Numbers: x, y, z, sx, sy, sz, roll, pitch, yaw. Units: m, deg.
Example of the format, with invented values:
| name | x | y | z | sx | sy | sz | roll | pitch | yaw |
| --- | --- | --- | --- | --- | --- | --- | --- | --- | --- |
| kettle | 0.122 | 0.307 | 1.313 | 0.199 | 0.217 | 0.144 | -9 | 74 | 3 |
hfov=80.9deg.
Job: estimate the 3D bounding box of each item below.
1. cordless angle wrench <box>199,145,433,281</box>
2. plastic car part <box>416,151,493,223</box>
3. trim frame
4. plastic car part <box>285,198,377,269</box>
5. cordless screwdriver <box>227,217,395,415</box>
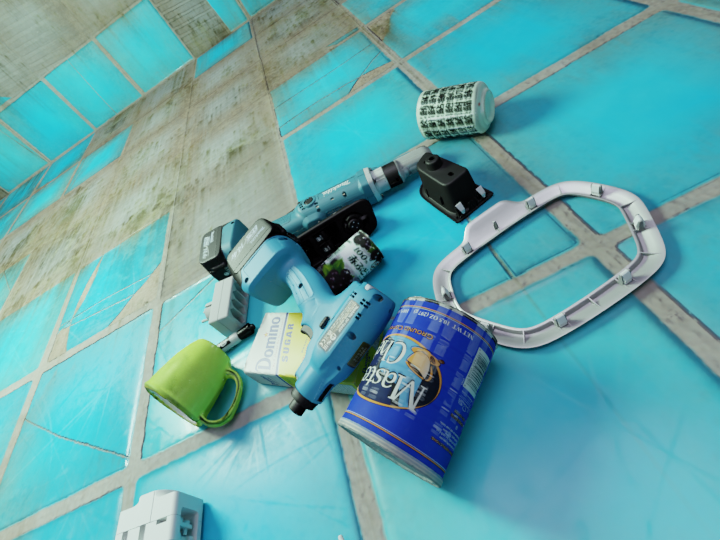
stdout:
| name | x | y | z | sx | sy | sz | roll | pitch | yaw |
| --- | --- | --- | --- | --- | --- | --- | --- | --- | --- |
| cordless angle wrench | -0.077 | -0.100 | 0.716 | 0.429 | 0.070 | 0.102 | -24 | 44 | 13 |
| plastic car part | 0.118 | -0.131 | 0.603 | 0.066 | 0.067 | 0.123 | -39 | 44 | -3 |
| trim frame | 0.198 | -0.017 | 0.479 | 0.249 | 0.026 | 0.194 | -37 | 41 | 5 |
| plastic car part | -0.065 | -0.043 | 0.667 | 0.205 | 0.065 | 0.068 | -31 | 16 | 10 |
| cordless screwdriver | -0.087 | 0.043 | 0.527 | 0.263 | 0.070 | 0.159 | 35 | 89 | 43 |
